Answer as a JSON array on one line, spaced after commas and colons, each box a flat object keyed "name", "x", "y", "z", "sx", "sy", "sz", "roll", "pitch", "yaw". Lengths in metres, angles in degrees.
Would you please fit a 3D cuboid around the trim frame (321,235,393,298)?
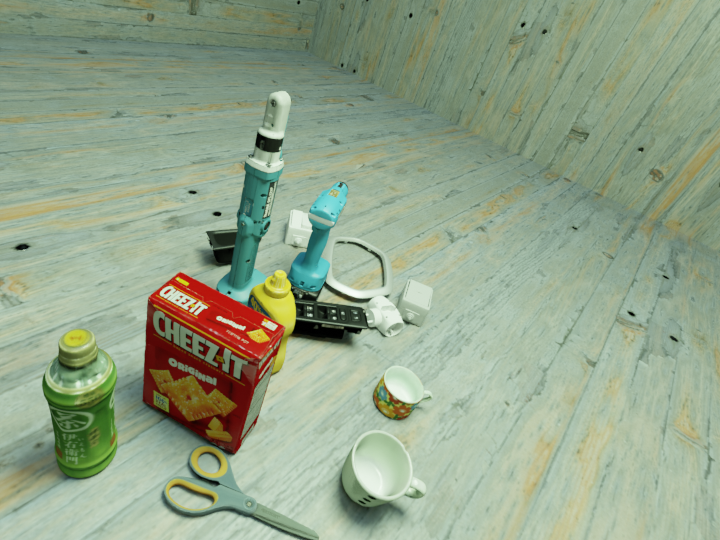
[{"name": "trim frame", "x": -0.012, "y": -0.013, "z": 1.013, "sx": 0.182, "sy": 0.027, "sz": 0.255, "roll": 12, "pitch": 35, "yaw": -7}]

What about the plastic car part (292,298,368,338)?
[{"name": "plastic car part", "x": -0.092, "y": 0.092, "z": 0.801, "sx": 0.200, "sy": 0.066, "sz": 0.068, "roll": 11, "pitch": 35, "yaw": -9}]

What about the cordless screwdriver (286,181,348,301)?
[{"name": "cordless screwdriver", "x": -0.083, "y": -0.054, "z": 0.848, "sx": 0.075, "sy": 0.245, "sz": 0.160, "roll": 22, "pitch": 34, "yaw": 1}]

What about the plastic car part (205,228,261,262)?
[{"name": "plastic car part", "x": -0.270, "y": -0.048, "z": 0.911, "sx": 0.112, "sy": 0.070, "sz": 0.069, "roll": -7, "pitch": 42, "yaw": -32}]

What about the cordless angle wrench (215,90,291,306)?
[{"name": "cordless angle wrench", "x": -0.176, "y": -0.085, "z": 0.700, "sx": 0.076, "sy": 0.417, "sz": 0.097, "roll": 29, "pitch": 35, "yaw": 10}]
